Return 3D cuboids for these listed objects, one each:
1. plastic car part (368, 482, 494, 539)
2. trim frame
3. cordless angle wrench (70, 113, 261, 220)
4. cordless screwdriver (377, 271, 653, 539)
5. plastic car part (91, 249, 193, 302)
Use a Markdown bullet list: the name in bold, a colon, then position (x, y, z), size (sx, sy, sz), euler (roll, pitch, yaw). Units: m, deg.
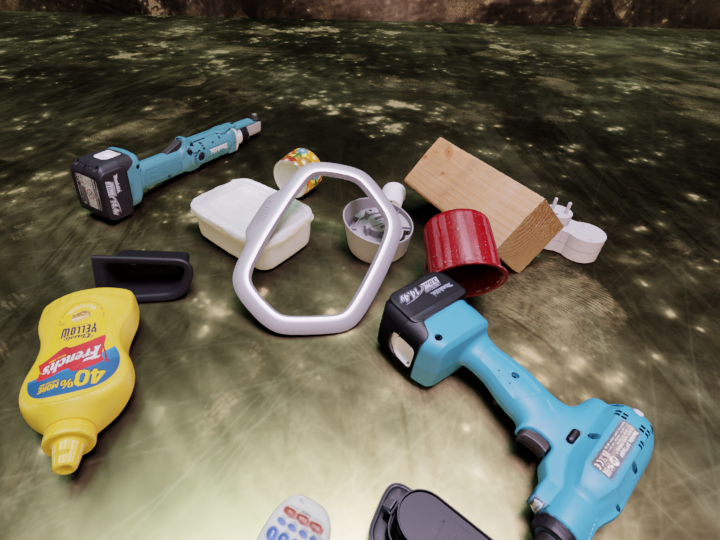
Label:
- **plastic car part**: position (0.094, 0.221, 0.279), size (0.214, 0.064, 0.065), euler (26, 51, 31)
- **trim frame**: position (-0.052, -0.034, 0.535), size (0.185, 0.027, 0.249), euler (26, 69, 3)
- **cordless angle wrench**: position (-0.321, -0.222, 0.797), size (0.077, 0.095, 0.418), euler (19, 38, 18)
- **cordless screwdriver**: position (0.117, 0.116, 0.398), size (0.155, 0.072, 0.262), euler (-29, 52, -32)
- **plastic car part**: position (-0.272, -0.001, 0.547), size (0.115, 0.064, 0.074), euler (-2, 25, -11)
